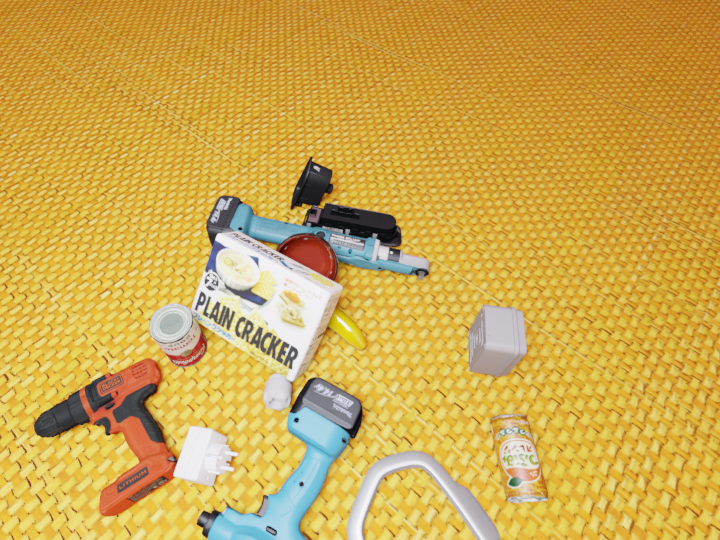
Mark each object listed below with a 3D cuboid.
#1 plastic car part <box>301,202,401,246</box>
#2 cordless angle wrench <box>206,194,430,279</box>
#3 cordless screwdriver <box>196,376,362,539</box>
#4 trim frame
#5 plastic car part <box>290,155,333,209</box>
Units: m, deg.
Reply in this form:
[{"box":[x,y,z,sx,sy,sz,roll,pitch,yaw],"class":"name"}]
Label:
[{"box":[-0.014,-0.098,0.846,0.205,0.065,0.067,13,50,6],"class":"plastic car part"},{"box":[-0.079,-0.052,0.809,0.428,0.072,0.099,12,57,6],"class":"cordless angle wrench"},{"box":[-0.102,0.273,0.586,0.163,0.072,0.250,19,62,12],"class":"cordless screwdriver"},{"box":[0.094,0.366,0.548,0.181,0.027,0.261,-30,59,-18],"class":"trim frame"},{"box":[-0.094,-0.174,0.874,0.069,0.117,0.067,19,55,-20],"class":"plastic car part"}]
